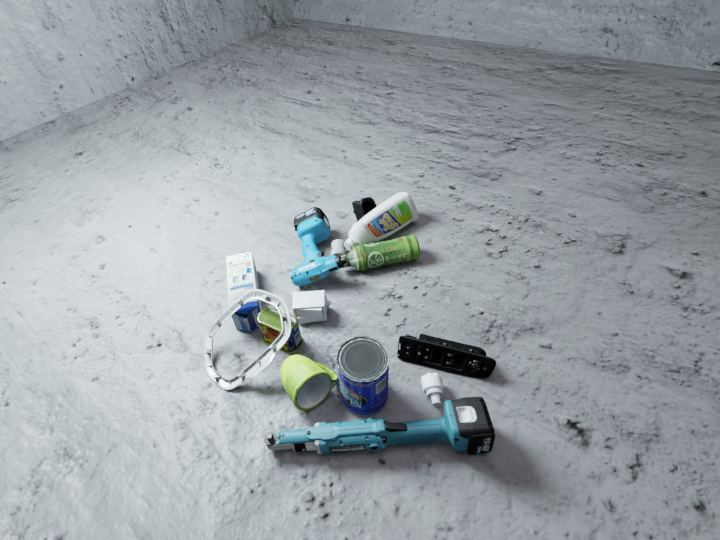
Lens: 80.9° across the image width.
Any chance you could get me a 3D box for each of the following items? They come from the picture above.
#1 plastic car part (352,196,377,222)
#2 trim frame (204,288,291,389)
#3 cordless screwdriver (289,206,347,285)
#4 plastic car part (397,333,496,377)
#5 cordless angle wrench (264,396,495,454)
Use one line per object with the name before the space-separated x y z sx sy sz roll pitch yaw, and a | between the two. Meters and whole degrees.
plastic car part | 0.011 -0.172 1.283 0.075 0.112 0.065 8 39 48
trim frame | -0.264 0.153 0.960 0.249 0.026 0.193 -41 61 5
cordless screwdriver | -0.116 -0.076 1.189 0.162 0.070 0.257 -21 44 17
plastic car part | 0.188 0.183 0.929 0.210 0.065 0.066 12 21 20
cordless angle wrench | 0.026 0.310 0.804 0.427 0.094 0.077 -7 44 6
